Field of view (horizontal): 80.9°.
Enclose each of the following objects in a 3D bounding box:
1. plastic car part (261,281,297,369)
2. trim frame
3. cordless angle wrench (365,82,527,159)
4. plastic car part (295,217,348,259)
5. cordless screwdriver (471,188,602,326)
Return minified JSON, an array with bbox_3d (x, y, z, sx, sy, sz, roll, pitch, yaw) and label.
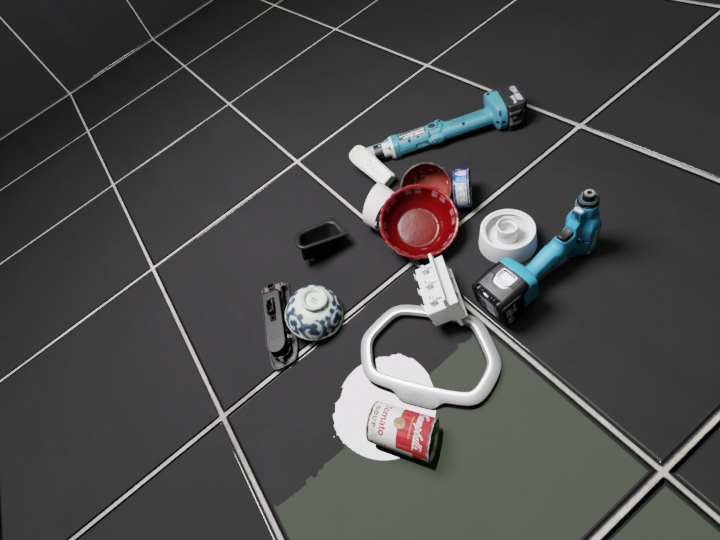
[{"bbox_3d":[-0.175,0.104,0.893,0.066,0.064,0.211,-17,55,0],"label":"plastic car part"},{"bbox_3d":[0.119,0.150,0.763,0.258,0.026,0.186,6,58,23],"label":"trim frame"},{"bbox_3d":[0.183,-0.344,1.059,0.430,0.070,0.101,-15,53,14],"label":"cordless angle wrench"},{"bbox_3d":[-0.095,-0.062,0.967,0.114,0.068,0.069,-24,49,-17],"label":"plastic car part"},{"bbox_3d":[0.311,-0.025,0.729,0.248,0.151,0.078,-38,53,-5],"label":"cordless screwdriver"}]
